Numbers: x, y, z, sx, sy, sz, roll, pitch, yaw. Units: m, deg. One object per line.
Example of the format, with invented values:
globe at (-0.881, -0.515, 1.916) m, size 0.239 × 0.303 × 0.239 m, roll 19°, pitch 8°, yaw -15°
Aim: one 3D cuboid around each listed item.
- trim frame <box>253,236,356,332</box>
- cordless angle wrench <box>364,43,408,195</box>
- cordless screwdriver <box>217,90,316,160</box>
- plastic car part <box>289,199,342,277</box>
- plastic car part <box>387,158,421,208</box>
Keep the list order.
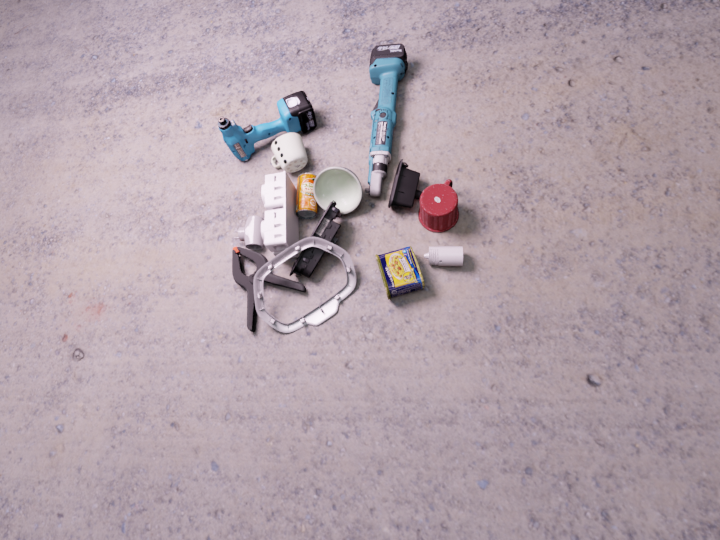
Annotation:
trim frame at (-0.128, 0.035, 0.958) m, size 0.248 × 0.028 × 0.182 m, roll -34°, pitch 96°, yaw 0°
cordless angle wrench at (0.059, -0.384, 1.084) m, size 0.100 × 0.071 × 0.429 m, roll 2°, pitch 73°, yaw 13°
cordless screwdriver at (-0.247, -0.392, 1.115) m, size 0.249 × 0.153 × 0.077 m, roll -25°, pitch 69°, yaw 1°
plastic car part at (-0.097, -0.064, 0.995) m, size 0.067 × 0.067 × 0.203 m, roll 35°, pitch 92°, yaw -5°
plastic car part at (0.110, -0.194, 1.006) m, size 0.071 × 0.065 × 0.118 m, roll 11°, pitch 76°, yaw 1°
